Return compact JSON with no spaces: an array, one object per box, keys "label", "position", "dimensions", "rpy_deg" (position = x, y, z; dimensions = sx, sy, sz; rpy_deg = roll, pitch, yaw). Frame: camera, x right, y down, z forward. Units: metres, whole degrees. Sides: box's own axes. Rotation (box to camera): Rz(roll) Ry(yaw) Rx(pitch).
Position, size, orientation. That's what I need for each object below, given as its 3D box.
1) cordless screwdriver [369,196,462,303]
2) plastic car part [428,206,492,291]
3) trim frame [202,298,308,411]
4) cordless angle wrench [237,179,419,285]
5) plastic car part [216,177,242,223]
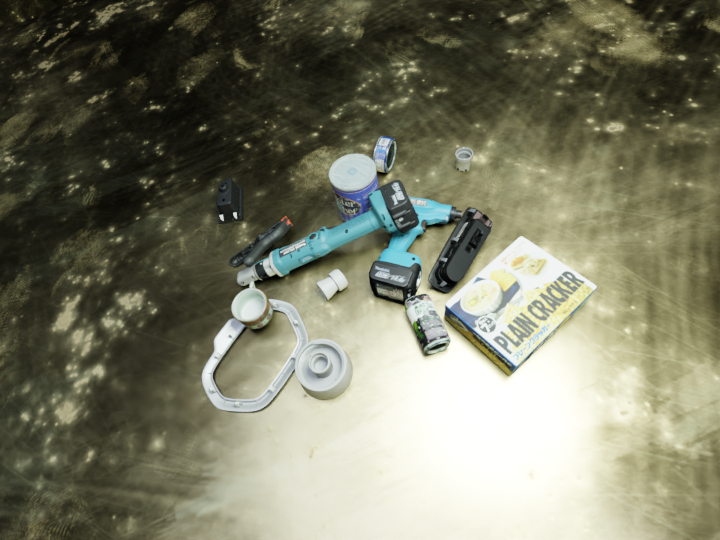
[{"label":"cordless screwdriver","position":[0.116,-0.053,0.893],"dimensions":[0.165,0.071,0.251],"rpy_deg":[9,58,18]},{"label":"plastic car part","position":[0.214,-0.042,0.862],"dimensions":[0.065,0.069,0.202],"rpy_deg":[40,74,-14]},{"label":"trim frame","position":[-0.217,0.167,0.865],"dimensions":[0.193,0.026,0.248],"rpy_deg":[25,70,27]},{"label":"cordless angle wrench","position":[-0.089,-0.058,0.910],"dimensions":[0.429,0.070,0.102],"rpy_deg":[-24,43,14]},{"label":"plastic car part","position":[-0.343,-0.190,1.089],"dimensions":[0.066,0.068,0.120],"rpy_deg":[-9,61,4]}]
